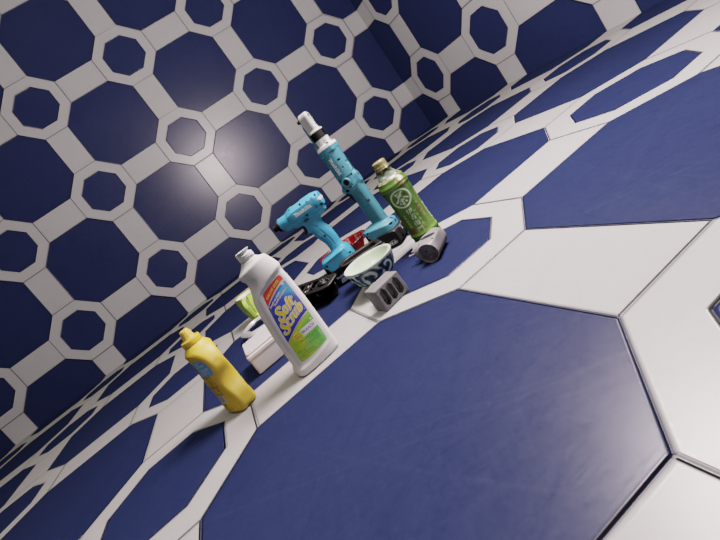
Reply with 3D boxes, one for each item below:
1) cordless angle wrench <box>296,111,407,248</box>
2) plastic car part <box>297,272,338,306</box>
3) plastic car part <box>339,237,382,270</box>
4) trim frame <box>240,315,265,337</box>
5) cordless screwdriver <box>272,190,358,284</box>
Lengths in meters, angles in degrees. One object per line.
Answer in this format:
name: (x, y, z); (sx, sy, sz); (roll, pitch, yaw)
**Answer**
cordless angle wrench: (-0.029, -0.238, 1.118); (0.100, 0.416, 0.074); (-30, 11, 35)
plastic car part: (-0.134, 0.065, 1.111); (0.208, 0.066, 0.066); (-26, 16, 37)
plastic car part: (0.012, -0.018, 1.028); (0.116, 0.070, 0.067); (-37, 12, -1)
trim frame: (-0.255, 0.129, 1.265); (0.248, 0.027, 0.188); (-37, 15, 0)
cordless screwdriver: (-0.110, -0.072, 1.129); (0.161, 0.244, 0.075); (-33, 10, 17)
